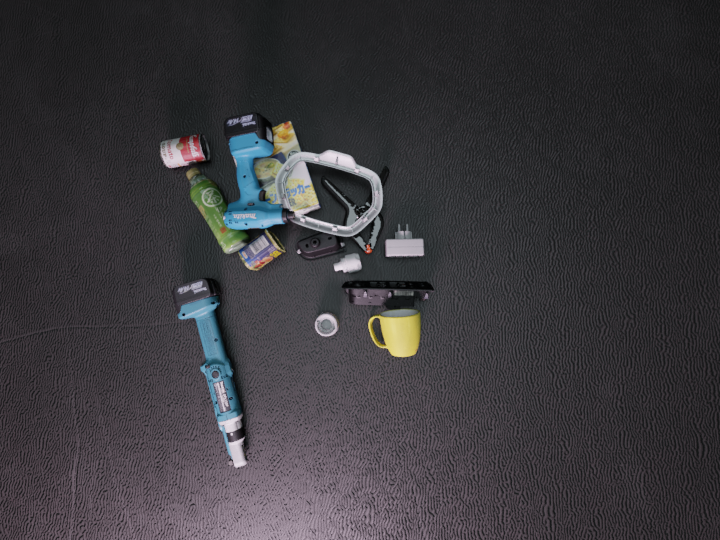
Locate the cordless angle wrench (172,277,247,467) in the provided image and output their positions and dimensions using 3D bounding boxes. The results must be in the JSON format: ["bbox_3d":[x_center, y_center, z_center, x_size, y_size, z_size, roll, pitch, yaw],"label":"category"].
[{"bbox_3d":[-0.324,0.229,0.960,0.098,0.073,0.427,-17,84,0],"label":"cordless angle wrench"}]

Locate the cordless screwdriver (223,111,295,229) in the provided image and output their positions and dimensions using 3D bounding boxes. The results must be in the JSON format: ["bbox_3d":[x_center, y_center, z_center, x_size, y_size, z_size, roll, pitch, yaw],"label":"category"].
[{"bbox_3d":[-0.223,-0.217,0.934,0.163,0.072,0.249,-2,88,15],"label":"cordless screwdriver"}]

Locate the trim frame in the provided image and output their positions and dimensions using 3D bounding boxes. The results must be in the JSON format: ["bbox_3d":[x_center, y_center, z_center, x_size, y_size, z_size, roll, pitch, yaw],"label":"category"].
[{"bbox_3d":[-0.072,-0.178,0.953,0.251,0.027,0.185,16,82,5],"label":"trim frame"}]

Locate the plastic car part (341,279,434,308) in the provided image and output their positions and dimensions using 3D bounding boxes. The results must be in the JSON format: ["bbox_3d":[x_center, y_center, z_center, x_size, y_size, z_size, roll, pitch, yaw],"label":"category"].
[{"bbox_3d":[0.058,0.052,0.962,0.204,0.067,0.066,5,110,3],"label":"plastic car part"}]

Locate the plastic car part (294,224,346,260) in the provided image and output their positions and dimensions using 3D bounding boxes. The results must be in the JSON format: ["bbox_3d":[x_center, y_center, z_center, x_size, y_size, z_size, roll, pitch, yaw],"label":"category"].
[{"bbox_3d":[-0.096,-0.063,0.980,0.116,0.070,0.067,-17,83,-2],"label":"plastic car part"}]
